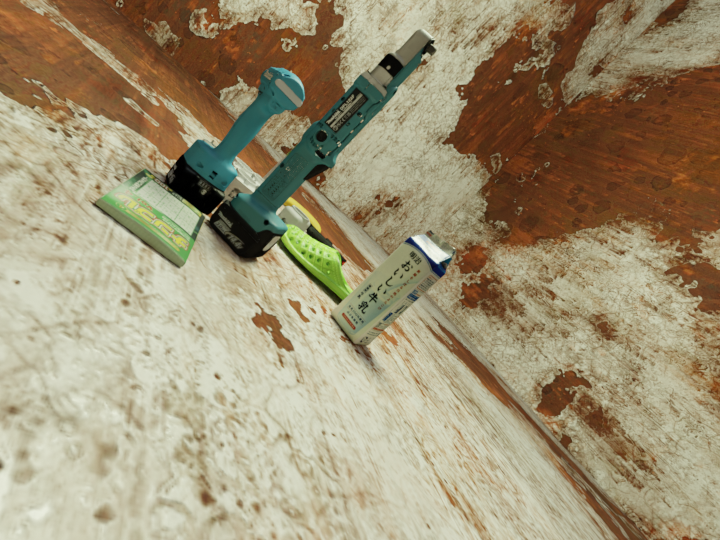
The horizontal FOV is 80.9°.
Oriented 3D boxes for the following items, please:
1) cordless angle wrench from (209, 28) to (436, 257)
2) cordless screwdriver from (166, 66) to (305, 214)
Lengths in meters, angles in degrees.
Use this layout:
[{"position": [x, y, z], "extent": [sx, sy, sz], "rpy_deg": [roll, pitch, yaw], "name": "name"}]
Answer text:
[{"position": [-0.053, -0.194, 0.640], "extent": [0.099, 0.424, 0.073], "rpy_deg": [46, 9, 6], "name": "cordless angle wrench"}, {"position": [-0.196, -0.214, 0.660], "extent": [0.070, 0.249, 0.167], "rpy_deg": [39, 10, -36], "name": "cordless screwdriver"}]
